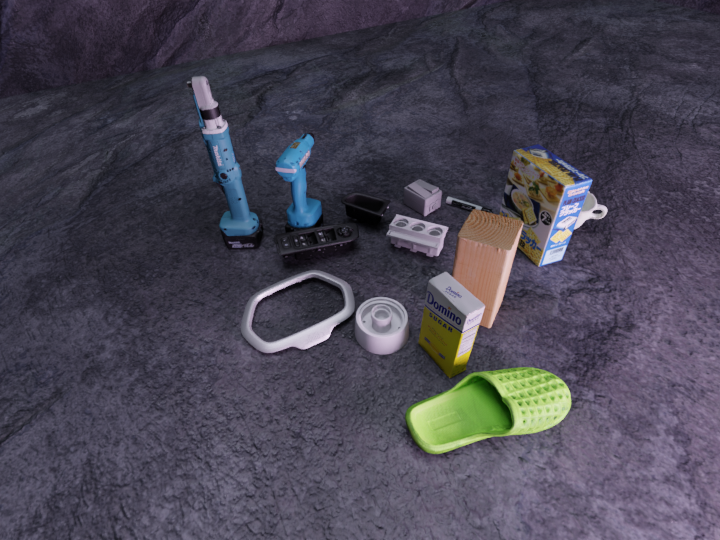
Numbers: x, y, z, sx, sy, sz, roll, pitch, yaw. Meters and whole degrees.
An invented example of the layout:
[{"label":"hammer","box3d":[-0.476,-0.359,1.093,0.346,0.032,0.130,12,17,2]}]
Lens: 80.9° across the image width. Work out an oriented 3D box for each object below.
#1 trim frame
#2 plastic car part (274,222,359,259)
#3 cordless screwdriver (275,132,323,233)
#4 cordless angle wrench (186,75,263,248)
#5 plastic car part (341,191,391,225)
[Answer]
[{"label":"trim frame","box3d":[-0.132,0.082,0.888,0.244,0.026,0.194,-23,46,-16]},{"label":"plastic car part","box3d":[-0.099,-0.065,1.009,0.201,0.064,0.069,-15,44,-8]},{"label":"cordless screwdriver","box3d":[-0.138,-0.200,1.029,0.076,0.240,0.160,10,45,14]},{"label":"cordless angle wrench","box3d":[-0.305,-0.227,0.959,0.099,0.408,0.076,1,43,4]},{"label":"plastic car part","box3d":[0.011,-0.151,1.082,0.122,0.068,0.065,18,48,24]}]
